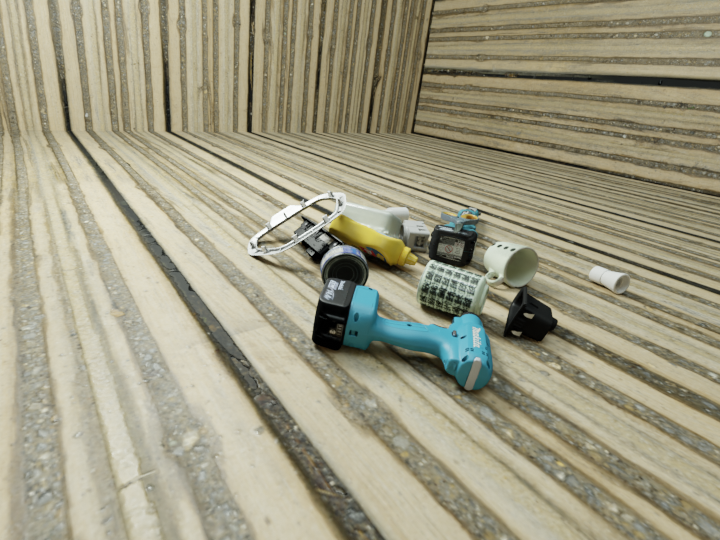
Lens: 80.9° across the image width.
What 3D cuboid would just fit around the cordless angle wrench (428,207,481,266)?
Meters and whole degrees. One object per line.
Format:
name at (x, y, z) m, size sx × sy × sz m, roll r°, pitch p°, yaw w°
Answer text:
cordless angle wrench at (0.266, -0.114, 1.101) m, size 0.101 × 0.073 × 0.415 m, roll 14°, pitch 23°, yaw 17°

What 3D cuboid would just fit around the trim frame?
trim frame at (-0.138, -0.106, 0.917) m, size 0.246 × 0.026 × 0.194 m, roll -37°, pitch 30°, yaw -12°

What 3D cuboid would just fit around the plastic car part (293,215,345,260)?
plastic car part at (-0.089, -0.058, 0.909) m, size 0.067 × 0.063 × 0.214 m, roll -43°, pitch 38°, yaw -3°

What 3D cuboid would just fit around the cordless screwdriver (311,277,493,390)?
cordless screwdriver at (0.062, 0.077, 0.623) m, size 0.254 × 0.073 × 0.158 m, roll 15°, pitch 24°, yaw 11°

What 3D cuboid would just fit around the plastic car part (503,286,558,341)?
plastic car part at (0.286, 0.075, 0.697) m, size 0.073 × 0.065 × 0.113 m, roll 31°, pitch 27°, yaw 16°
